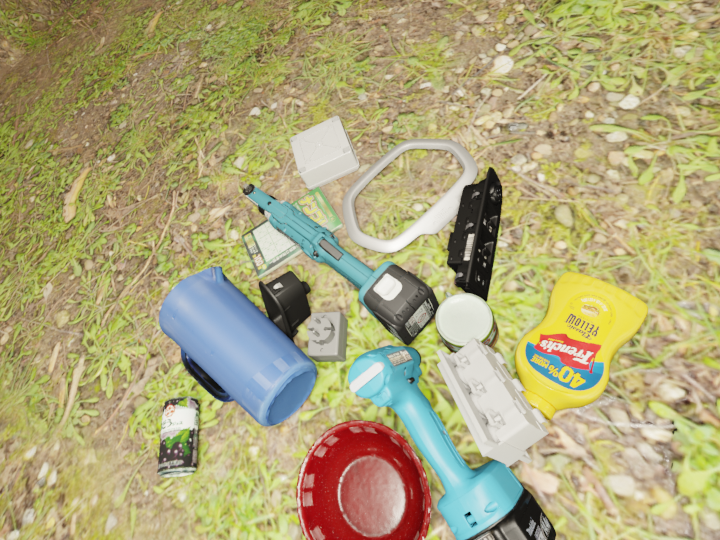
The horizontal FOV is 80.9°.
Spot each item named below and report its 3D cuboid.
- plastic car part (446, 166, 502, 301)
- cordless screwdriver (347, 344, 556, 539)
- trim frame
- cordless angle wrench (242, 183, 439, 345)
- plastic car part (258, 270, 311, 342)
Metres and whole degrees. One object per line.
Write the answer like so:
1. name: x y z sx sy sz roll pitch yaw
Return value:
1. plastic car part: 0.168 -0.056 0.621 0.070 0.063 0.204 -4 60 49
2. cordless screwdriver: 0.097 0.192 0.480 0.075 0.152 0.259 -46 67 18
3. trim frame: 0.078 -0.133 0.718 0.248 0.026 0.194 -43 54 -6
4. cordless angle wrench: -0.067 -0.044 0.689 0.074 0.093 0.447 -48 55 -8
5. plastic car part: -0.109 0.048 0.656 0.069 0.112 0.069 -34 53 -28
